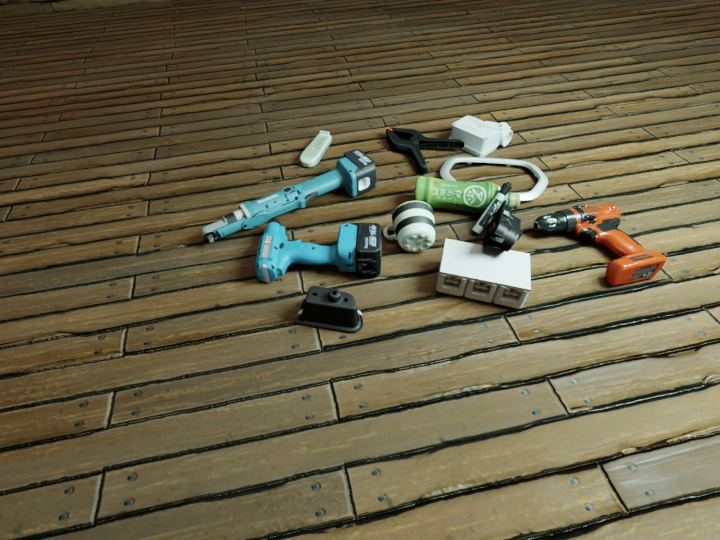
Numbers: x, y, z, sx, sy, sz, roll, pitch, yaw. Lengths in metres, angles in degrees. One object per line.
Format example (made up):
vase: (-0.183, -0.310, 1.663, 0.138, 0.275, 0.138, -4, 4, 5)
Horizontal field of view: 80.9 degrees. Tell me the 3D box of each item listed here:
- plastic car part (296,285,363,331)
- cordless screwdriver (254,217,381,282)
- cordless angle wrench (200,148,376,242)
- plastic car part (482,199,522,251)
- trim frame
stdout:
plastic car part: (-0.052, 0.060, 0.739, 0.119, 0.068, 0.067, 7, 48, 13)
cordless screwdriver: (-0.083, -0.054, 0.851, 0.251, 0.071, 0.164, -4, 46, 5)
cordless angle wrench: (-0.160, -0.162, 0.962, 0.416, 0.071, 0.103, -26, 50, -17)
plastic car part: (0.273, -0.078, 0.808, 0.069, 0.066, 0.198, 39, 28, 10)
trim frame: (0.319, -0.226, 1.022, 0.252, 0.026, 0.188, 3, 47, 8)
